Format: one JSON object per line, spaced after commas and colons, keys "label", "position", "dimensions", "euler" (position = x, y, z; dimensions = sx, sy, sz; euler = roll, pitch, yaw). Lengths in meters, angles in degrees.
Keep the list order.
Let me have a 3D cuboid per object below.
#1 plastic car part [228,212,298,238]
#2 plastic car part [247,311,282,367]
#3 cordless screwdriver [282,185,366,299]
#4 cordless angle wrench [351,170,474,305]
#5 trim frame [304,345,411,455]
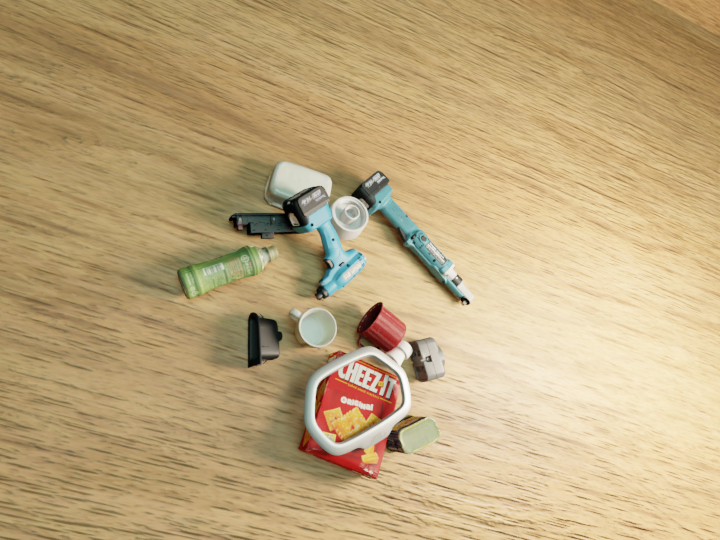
{"label": "plastic car part", "position": [-0.208, -0.110, 1.014], "dimensions": [0.197, 0.067, 0.068], "euler": [-7, 79, -23]}
{"label": "plastic car part", "position": [-0.205, 0.149, 0.920], "dimensions": [0.067, 0.067, 0.119], "euler": [12, 62, -33]}
{"label": "cordless screwdriver", "position": [-0.097, -0.063, 0.990], "dimensions": [0.157, 0.078, 0.241], "euler": [-41, 111, -28]}
{"label": "cordless angle wrench", "position": [0.151, -0.076, 1.119], "dimensions": [0.424, 0.075, 0.097], "euler": [48, 62, 2]}
{"label": "trim frame", "position": [-0.005, 0.266, 0.873], "dimensions": [0.242, 0.027, 0.188], "euler": [-22, 75, -27]}
